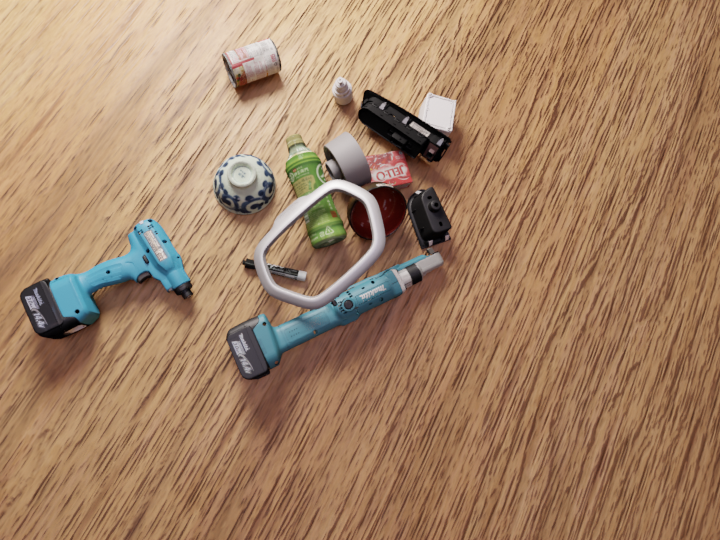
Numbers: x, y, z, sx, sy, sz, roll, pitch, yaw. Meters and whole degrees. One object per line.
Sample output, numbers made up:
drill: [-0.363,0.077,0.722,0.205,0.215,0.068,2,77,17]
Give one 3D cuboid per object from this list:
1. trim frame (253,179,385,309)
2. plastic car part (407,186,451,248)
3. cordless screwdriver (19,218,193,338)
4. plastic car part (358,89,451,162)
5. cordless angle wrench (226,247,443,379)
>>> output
trim frame: [-0.072,-0.047,0.734,0.249,0.027,0.189,-43,76,2]
plastic car part: [0.136,-0.109,0.817,0.065,0.071,0.118,-18,84,-13]
cordless screwdriver: [-0.427,0.035,0.732,0.246,0.074,0.161,-34,84,-16]
plastic car part: [0.073,-0.280,0.841,0.208,0.065,0.066,41,68,12]
cordless angle wrench: [-0.029,0.063,0.765,0.417,0.074,0.099,-25,83,-13]
